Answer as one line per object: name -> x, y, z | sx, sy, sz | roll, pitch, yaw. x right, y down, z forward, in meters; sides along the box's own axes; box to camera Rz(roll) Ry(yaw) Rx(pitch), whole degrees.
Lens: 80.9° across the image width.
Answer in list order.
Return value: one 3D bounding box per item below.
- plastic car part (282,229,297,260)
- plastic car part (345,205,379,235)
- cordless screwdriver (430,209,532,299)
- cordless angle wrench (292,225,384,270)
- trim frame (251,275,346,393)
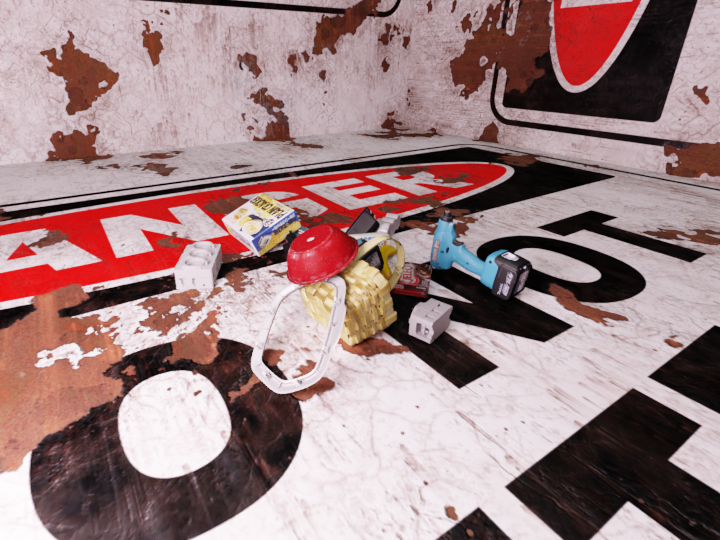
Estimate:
plastic car part -> -0.166, -0.041, 1.136 | 0.065, 0.064, 0.215 | -23, 33, -24
plastic car part -> 0.013, -0.124, 1.282 | 0.075, 0.116, 0.062 | 37, -1, 32
cordless screwdriver -> 0.285, -0.043, 1.039 | 0.072, 0.155, 0.263 | -18, 33, -38
cordless angle wrench -> -0.116, -0.076, 1.190 | 0.097, 0.071, 0.448 | -40, 39, -23
trim frame -> -0.109, 0.101, 0.767 | 0.191, 0.026, 0.252 | -7, 48, 27
